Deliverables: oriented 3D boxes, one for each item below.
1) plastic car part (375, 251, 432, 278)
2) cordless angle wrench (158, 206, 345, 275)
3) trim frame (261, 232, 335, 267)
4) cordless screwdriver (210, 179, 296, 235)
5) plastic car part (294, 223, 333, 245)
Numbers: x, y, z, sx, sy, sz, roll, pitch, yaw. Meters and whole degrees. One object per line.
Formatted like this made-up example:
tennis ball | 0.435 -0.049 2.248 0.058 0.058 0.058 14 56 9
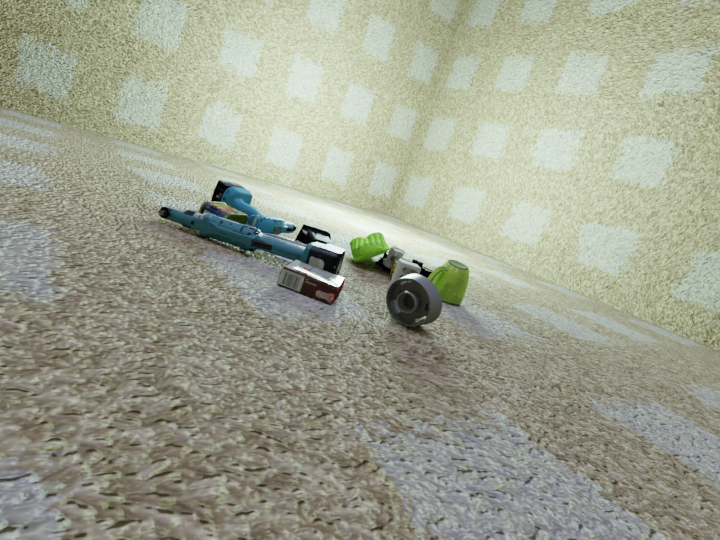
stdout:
plastic car part | 0.137 -0.002 1.214 0.211 0.066 0.064 20 19 22
cordless angle wrench | -0.247 -0.071 0.925 0.431 0.074 0.097 18 11 9
trim frame | -0.165 -0.049 1.047 0.250 0.027 0.184 20 11 1
cordless screwdriver | -0.307 -0.173 1.216 0.262 0.074 0.152 35 19 32
plastic car part | -0.116 -0.076 1.184 0.110 0.066 0.075 14 27 -37
